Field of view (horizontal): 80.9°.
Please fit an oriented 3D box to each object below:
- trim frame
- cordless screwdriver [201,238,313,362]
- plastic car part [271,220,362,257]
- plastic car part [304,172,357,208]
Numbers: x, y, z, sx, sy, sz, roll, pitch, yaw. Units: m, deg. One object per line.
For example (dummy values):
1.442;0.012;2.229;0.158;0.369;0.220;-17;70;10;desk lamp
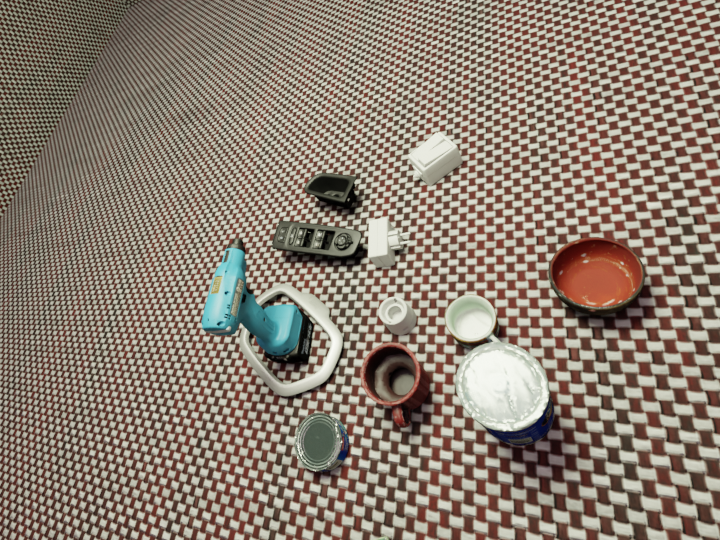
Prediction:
-0.140;0.128;0.824;0.184;0.026;0.263;-50;51;-5;trim frame
-0.172;0.064;0.745;0.077;0.235;0.163;-9;59;23;cordless screwdriver
-0.086;-0.056;0.877;0.213;0.063;0.067;7;66;32;plastic car part
-0.057;-0.169;0.924;0.123;0.067;0.066;16;71;35;plastic car part
